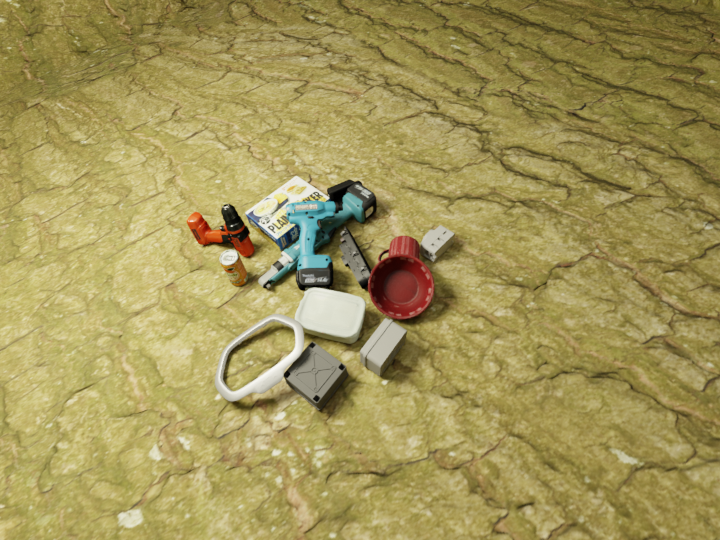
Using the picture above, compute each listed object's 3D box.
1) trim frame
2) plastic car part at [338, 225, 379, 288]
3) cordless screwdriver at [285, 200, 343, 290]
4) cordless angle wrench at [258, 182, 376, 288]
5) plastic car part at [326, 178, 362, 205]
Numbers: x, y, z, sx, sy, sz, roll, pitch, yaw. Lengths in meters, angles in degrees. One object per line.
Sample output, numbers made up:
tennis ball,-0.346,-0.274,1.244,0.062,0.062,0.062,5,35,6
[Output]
trim frame,-0.241,0.203,1.006,0.248,0.026,0.194,-35,43,-4
plastic car part,-0.012,-0.027,1.156,0.067,0.063,0.213,-30,55,-3
cordless screwdriver,-0.112,-0.073,1.145,0.157,0.074,0.254,-6,73,-9
cordless angle wrench,-0.127,-0.095,1.221,0.419,0.071,0.103,-42,61,-18
plastic car part,-0.058,-0.251,1.335,0.115,0.063,0.075,-30,42,-18
